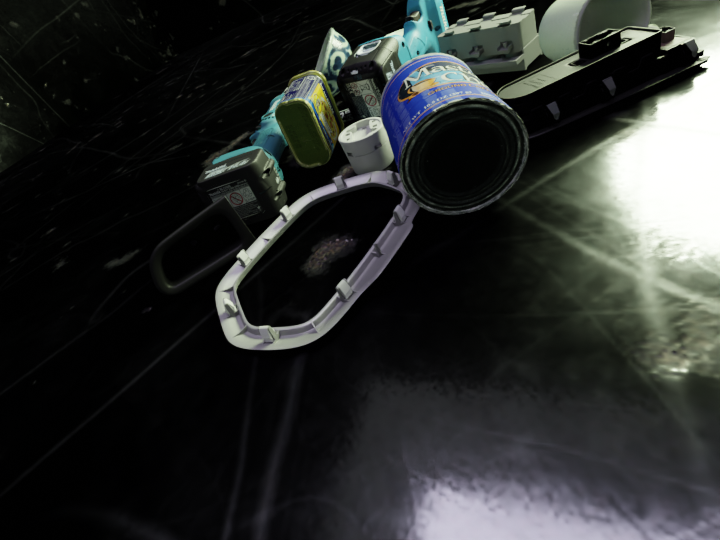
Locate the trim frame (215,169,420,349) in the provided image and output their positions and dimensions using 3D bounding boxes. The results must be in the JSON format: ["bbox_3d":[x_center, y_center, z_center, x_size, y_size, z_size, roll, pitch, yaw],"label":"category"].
[{"bbox_3d":[-0.040,-0.026,0.408,0.194,0.026,0.247,11,50,39],"label":"trim frame"}]

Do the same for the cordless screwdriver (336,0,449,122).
[{"bbox_3d":[0.055,-0.326,0.596,0.078,0.151,0.248,5,49,37],"label":"cordless screwdriver"}]

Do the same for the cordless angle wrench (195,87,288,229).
[{"bbox_3d":[-0.135,-0.218,0.662,0.100,0.071,0.433,-15,36,15],"label":"cordless angle wrench"}]

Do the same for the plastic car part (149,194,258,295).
[{"bbox_3d":[-0.186,-0.030,0.485,0.116,0.064,0.074,-35,21,-4],"label":"plastic car part"}]

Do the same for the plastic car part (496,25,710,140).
[{"bbox_3d":[0.215,-0.183,0.406,0.204,0.063,0.069,-28,43,5],"label":"plastic car part"}]
